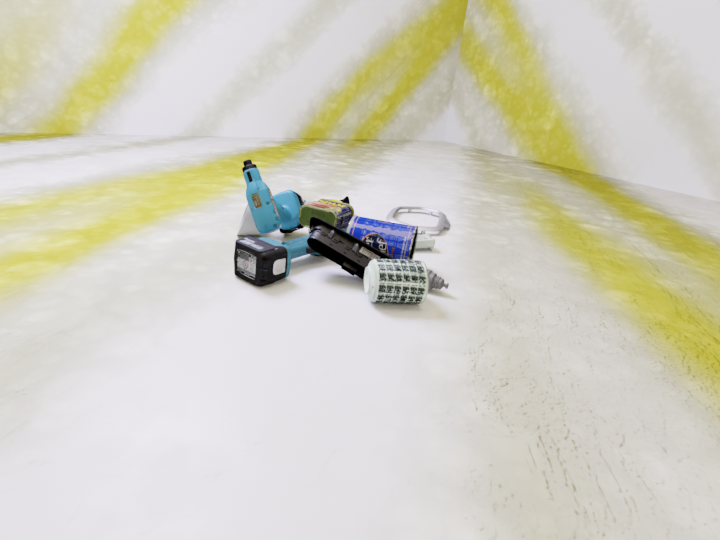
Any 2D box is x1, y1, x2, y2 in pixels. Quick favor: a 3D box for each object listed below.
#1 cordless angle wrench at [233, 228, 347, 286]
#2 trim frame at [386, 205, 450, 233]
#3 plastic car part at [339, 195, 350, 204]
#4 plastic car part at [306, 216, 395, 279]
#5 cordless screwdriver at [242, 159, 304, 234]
[{"bbox_3d":[-0.093,-0.061,0.951,0.103,0.073,0.408,20,26,33],"label":"cordless angle wrench"},{"bbox_3d":[0.175,-0.154,1.267,0.189,0.027,0.247,9,22,13],"label":"trim frame"},{"bbox_3d":[-0.070,-0.181,1.249,0.072,0.064,0.117,-7,19,7],"label":"plastic car part"},{"bbox_3d":[-0.026,-0.032,0.845,0.206,0.065,0.067,34,63,7],"label":"plastic car part"},{"bbox_3d":[-0.198,-0.162,0.978,0.075,0.160,0.245,-20,0,9],"label":"cordless screwdriver"}]
